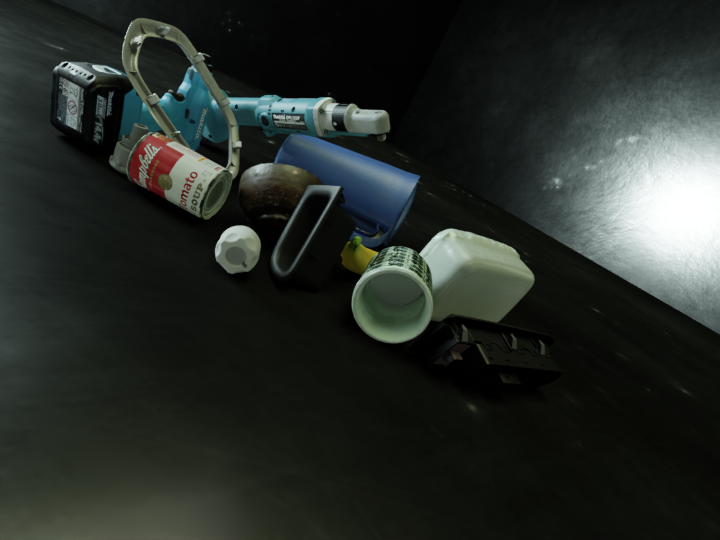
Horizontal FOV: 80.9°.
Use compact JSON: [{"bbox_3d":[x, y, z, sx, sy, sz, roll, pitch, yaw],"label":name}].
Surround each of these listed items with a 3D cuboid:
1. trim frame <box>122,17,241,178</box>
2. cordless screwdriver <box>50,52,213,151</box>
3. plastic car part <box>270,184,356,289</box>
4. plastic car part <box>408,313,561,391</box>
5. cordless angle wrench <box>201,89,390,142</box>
[{"bbox_3d":[-0.239,-0.233,0.603,0.028,0.236,0.188,-8,45,18],"label":"trim frame"},{"bbox_3d":[-0.308,-0.254,0.616,0.076,0.158,0.244,28,22,10],"label":"cordless screwdriver"},{"bbox_3d":[-0.046,-0.030,0.475,0.067,0.117,0.069,32,-11,-37],"label":"plastic car part"},{"bbox_3d":[0.152,0.094,0.453,0.193,0.066,0.070,10,35,-37],"label":"plastic car part"},{"bbox_3d":[-0.141,-0.255,0.697,0.445,0.094,0.073,16,45,34],"label":"cordless angle wrench"}]
